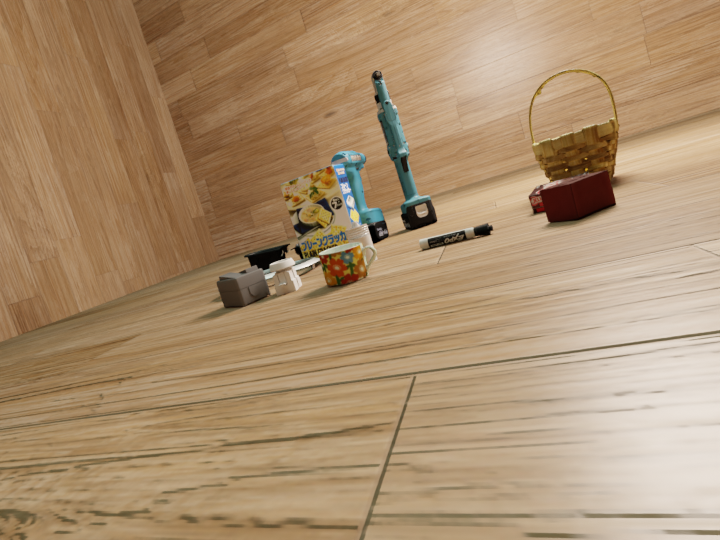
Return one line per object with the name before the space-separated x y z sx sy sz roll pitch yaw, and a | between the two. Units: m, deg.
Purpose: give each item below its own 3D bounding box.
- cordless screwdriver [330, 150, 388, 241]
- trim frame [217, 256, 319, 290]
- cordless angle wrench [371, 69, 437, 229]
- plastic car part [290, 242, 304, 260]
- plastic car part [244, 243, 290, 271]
cordless screwdriver | 0.006 -0.199 1.130 0.077 0.247 0.155 -15 6 28
trim frame | -0.208 0.011 0.981 0.246 0.027 0.188 -19 9 -10
cordless angle wrench | 0.101 -0.320 1.121 0.074 0.420 0.099 -18 4 -4
plastic car part | -0.119 -0.078 1.216 0.069 0.066 0.196 -11 11 44
plastic car part | -0.238 -0.023 1.103 0.119 0.070 0.065 -15 7 20
